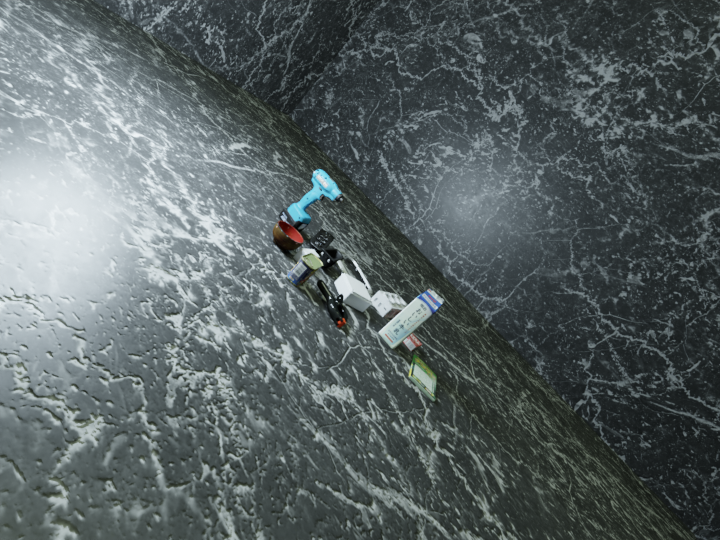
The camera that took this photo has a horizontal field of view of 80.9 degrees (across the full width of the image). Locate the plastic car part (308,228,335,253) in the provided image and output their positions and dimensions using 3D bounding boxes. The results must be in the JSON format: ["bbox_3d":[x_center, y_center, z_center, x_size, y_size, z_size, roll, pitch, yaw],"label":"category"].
[{"bbox_3d":[-0.158,-0.103,1.617,0.066,0.067,0.203,42,17,-5],"label":"plastic car part"}]

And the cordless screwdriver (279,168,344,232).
[{"bbox_3d":[-0.181,-0.240,1.584,0.165,0.250,0.071,51,18,21],"label":"cordless screwdriver"}]

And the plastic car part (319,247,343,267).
[{"bbox_3d":[-0.115,-0.040,1.551,0.068,0.071,0.112,48,17,14],"label":"plastic car part"}]

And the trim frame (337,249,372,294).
[{"bbox_3d":[-0.032,0.005,1.705,0.174,0.028,0.262,26,23,-44],"label":"trim frame"}]
